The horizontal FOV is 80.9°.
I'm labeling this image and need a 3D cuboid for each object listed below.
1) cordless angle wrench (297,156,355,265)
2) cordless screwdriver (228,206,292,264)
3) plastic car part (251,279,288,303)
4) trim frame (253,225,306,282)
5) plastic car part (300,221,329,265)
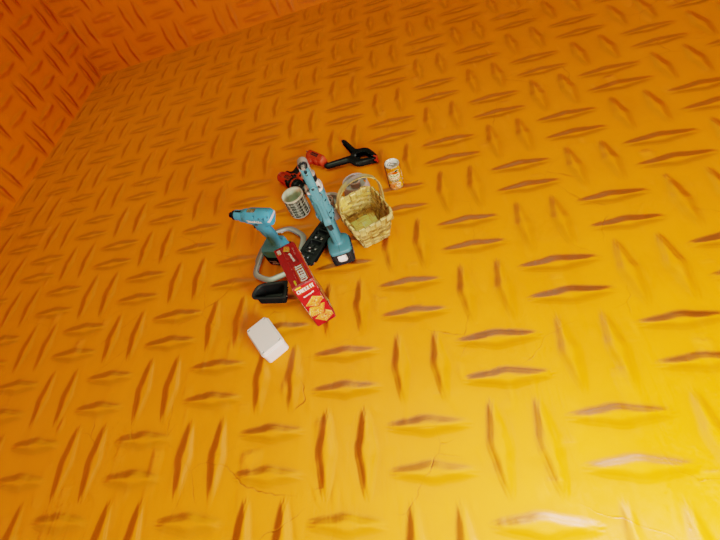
[{"bbox_3d":[-0.105,-0.170,1.244,0.075,0.402,0.102,-17,51,5],"label":"cordless angle wrench"},{"bbox_3d":[-0.320,-0.117,1.395,0.165,0.237,0.075,6,56,22],"label":"cordless screwdriver"},{"bbox_3d":[-0.277,0.079,1.341,0.119,0.067,0.068,-7,52,15],"label":"plastic car part"},{"bbox_3d":[-0.284,-0.059,1.475,0.190,0.026,0.253,-1,54,20],"label":"trim frame"},{"bbox_3d":[-0.139,-0.091,1.419,0.069,0.064,0.204,12,59,27],"label":"plastic car part"}]
